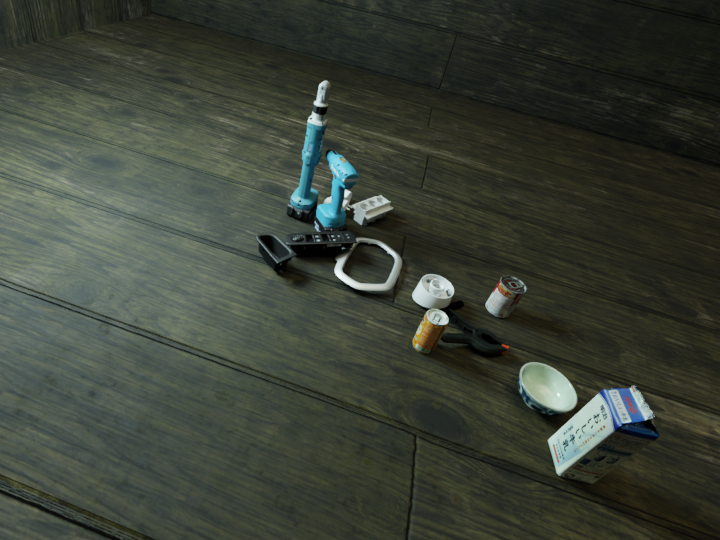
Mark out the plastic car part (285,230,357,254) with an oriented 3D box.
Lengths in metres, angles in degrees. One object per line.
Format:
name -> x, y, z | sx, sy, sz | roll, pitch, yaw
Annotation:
plastic car part -> -0.118, -0.077, 1.206 | 0.198, 0.066, 0.069 | 0, 41, -15

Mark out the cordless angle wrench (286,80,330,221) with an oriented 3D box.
cordless angle wrench -> -0.142, -0.337, 1.233 | 0.075, 0.415, 0.098 | 22, 39, 5

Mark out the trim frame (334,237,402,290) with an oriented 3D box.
trim frame -> 0.022, -0.020, 1.206 | 0.188, 0.027, 0.249 | 20, 40, 8

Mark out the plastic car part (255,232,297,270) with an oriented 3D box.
plastic car part -> -0.234, -0.044, 1.132 | 0.064, 0.069, 0.122 | -23, 52, -38

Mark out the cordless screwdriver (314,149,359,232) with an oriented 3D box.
cordless screwdriver -> -0.082, -0.223, 1.247 | 0.072, 0.244, 0.168 | -7, 45, -27
